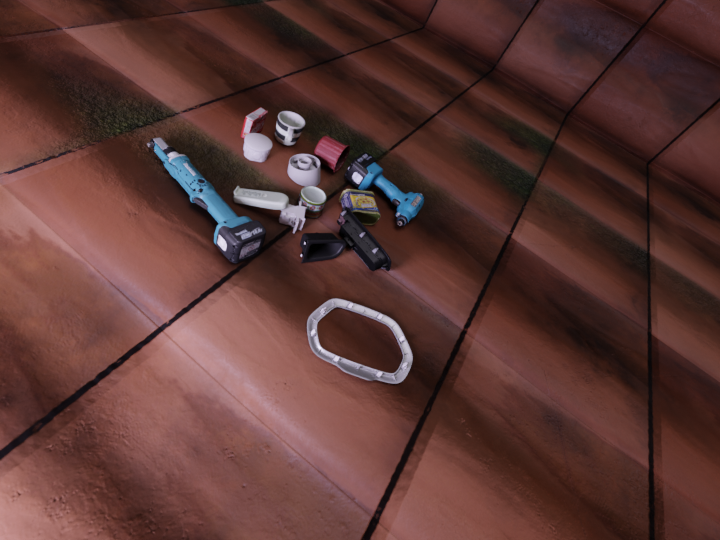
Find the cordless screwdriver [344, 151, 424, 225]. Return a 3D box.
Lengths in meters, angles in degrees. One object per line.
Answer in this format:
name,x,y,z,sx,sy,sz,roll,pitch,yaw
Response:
cordless screwdriver,0.066,-0.239,1.269,0.251,0.074,0.158,37,45,4

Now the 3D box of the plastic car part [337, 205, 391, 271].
plastic car part,0.002,-0.074,1.095,0.065,0.065,0.210,-31,68,-31

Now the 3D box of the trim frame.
trim frame,0.002,0.150,0.916,0.245,0.027,0.187,22,45,-8

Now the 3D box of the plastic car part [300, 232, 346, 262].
plastic car part,-0.103,-0.067,1.049,0.112,0.065,0.075,-8,41,-36

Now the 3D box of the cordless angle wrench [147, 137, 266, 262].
cordless angle wrench,-0.389,-0.194,1.023,0.095,0.074,0.439,-26,62,-40
